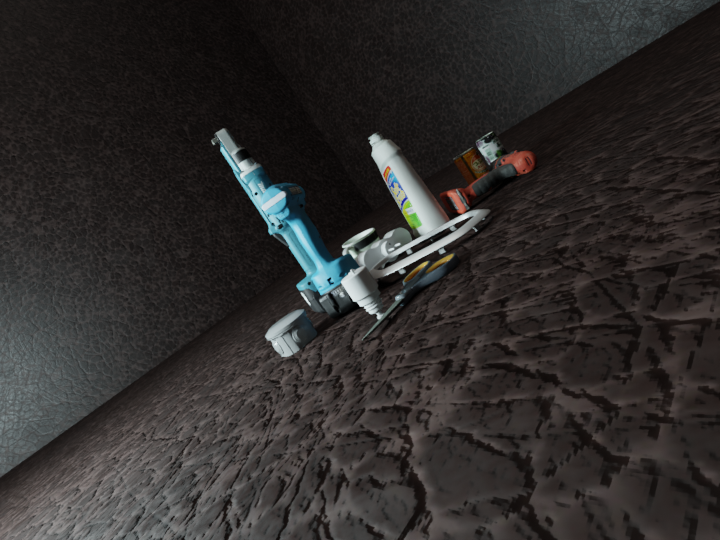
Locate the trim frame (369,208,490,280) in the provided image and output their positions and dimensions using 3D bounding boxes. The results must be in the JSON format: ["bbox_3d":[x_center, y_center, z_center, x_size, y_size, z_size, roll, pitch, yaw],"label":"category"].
[{"bbox_3d":[0.117,-0.044,0.760,0.253,0.027,0.182,-30,9,23],"label":"trim frame"}]

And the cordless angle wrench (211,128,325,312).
[{"bbox_3d":[-0.167,-0.110,0.865,0.097,0.421,0.075,-34,2,-13],"label":"cordless angle wrench"}]

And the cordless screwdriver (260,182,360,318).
[{"bbox_3d":[-0.073,-0.048,0.751,0.075,0.248,0.158,-33,4,15],"label":"cordless screwdriver"}]
